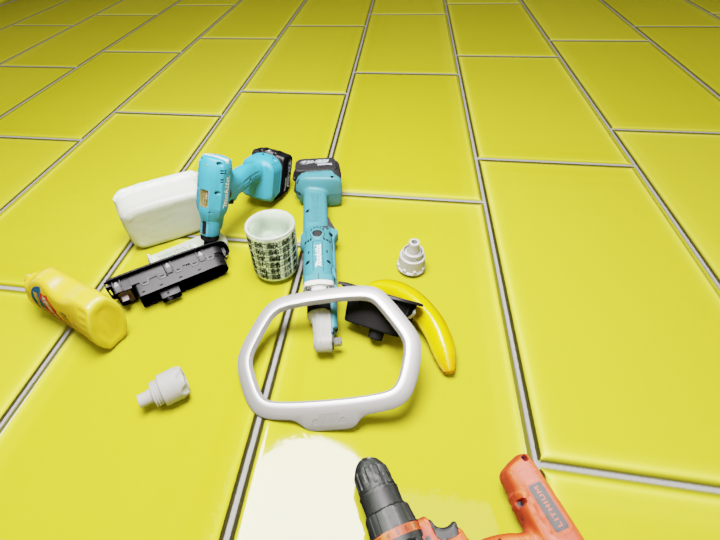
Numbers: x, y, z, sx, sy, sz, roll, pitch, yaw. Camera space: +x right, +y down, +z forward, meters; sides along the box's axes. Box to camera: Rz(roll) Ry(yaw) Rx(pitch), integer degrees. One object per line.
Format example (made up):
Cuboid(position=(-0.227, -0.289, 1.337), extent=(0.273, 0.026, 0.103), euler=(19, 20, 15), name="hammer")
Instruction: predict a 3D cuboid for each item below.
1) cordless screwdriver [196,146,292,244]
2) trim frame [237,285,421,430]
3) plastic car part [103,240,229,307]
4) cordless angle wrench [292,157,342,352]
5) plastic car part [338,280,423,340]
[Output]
Cuboid(position=(-0.220, -0.148, 0.798), extent=(0.076, 0.157, 0.246), euler=(18, 24, 12), name="cordless screwdriver")
Cuboid(position=(-0.046, 0.111, 0.560), extent=(0.252, 0.026, 0.190), euler=(-9, 61, 8), name="trim frame")
Cuboid(position=(-0.304, 0.009, 0.695), extent=(0.199, 0.064, 0.070), euler=(-28, 60, -23), name="plastic car part")
Cuboid(position=(-0.072, -0.047, 0.735), extent=(0.098, 0.072, 0.438), euler=(-4, 47, -2), name="cordless angle wrench")
Cuboid(position=(0.023, 0.063, 0.613), extent=(0.122, 0.063, 0.071), euler=(18, 90, 30), name="plastic car part")
